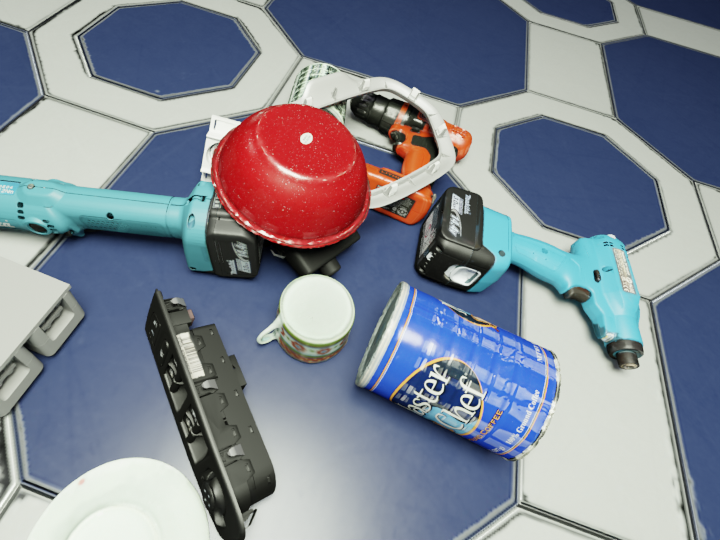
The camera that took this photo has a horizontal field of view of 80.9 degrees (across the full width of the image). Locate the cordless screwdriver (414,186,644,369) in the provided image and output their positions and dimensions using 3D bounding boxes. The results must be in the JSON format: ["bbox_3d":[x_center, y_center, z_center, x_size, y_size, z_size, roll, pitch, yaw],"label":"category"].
[{"bbox_3d":[0.190,0.007,0.472,0.247,0.073,0.162,15,55,-5],"label":"cordless screwdriver"}]

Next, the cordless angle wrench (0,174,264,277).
[{"bbox_3d":[-0.309,-0.063,0.423,0.422,0.096,0.076,6,59,-2],"label":"cordless angle wrench"}]

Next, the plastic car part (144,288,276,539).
[{"bbox_3d":[-0.127,0.112,0.354,0.064,0.067,0.212,0,50,-44],"label":"plastic car part"}]

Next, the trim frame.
[{"bbox_3d":[0.011,-0.165,0.502,0.243,0.027,0.189,-31,73,-28],"label":"trim frame"}]

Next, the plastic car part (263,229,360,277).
[{"bbox_3d":[-0.045,-0.029,0.456,0.071,0.067,0.114,52,47,-4],"label":"plastic car part"}]
